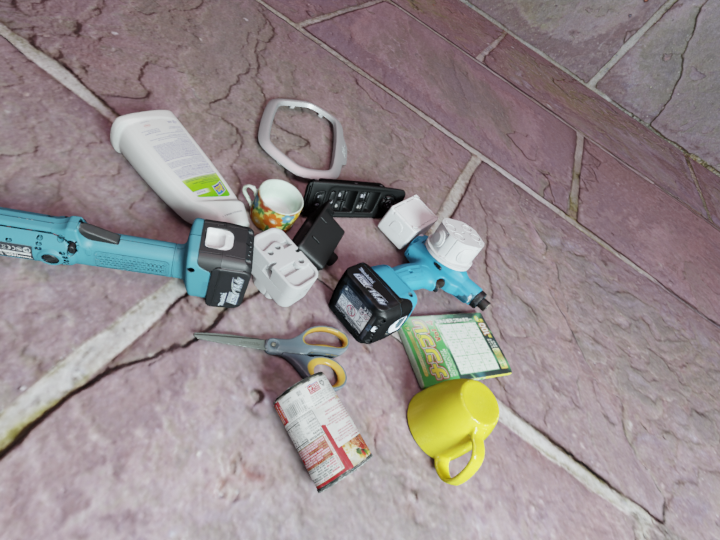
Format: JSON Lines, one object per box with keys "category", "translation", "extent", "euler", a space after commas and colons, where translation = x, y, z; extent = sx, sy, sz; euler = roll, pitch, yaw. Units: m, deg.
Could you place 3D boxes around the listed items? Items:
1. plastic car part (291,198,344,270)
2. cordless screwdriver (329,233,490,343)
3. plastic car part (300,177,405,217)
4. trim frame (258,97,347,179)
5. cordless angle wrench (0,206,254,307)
{"category": "plastic car part", "translation": [-0.063, -0.041, 0.645], "extent": [0.069, 0.067, 0.117], "euler": [39, 46, -17]}
{"category": "cordless screwdriver", "translation": [0.084, 0.034, 0.634], "extent": [0.166, 0.074, 0.240], "euler": [43, 41, 23]}
{"category": "plastic car part", "translation": [-0.015, -0.129, 0.745], "extent": [0.195, 0.065, 0.071], "euler": [0, 29, -28]}
{"category": "trim frame", "translation": [-0.107, -0.261, 0.826], "extent": [0.179, 0.027, 0.256], "euler": [15, 46, -16]}
{"category": "cordless angle wrench", "translation": [-0.335, -0.035, 0.472], "extent": [0.411, 0.097, 0.077], "euler": [10, 50, -16]}
